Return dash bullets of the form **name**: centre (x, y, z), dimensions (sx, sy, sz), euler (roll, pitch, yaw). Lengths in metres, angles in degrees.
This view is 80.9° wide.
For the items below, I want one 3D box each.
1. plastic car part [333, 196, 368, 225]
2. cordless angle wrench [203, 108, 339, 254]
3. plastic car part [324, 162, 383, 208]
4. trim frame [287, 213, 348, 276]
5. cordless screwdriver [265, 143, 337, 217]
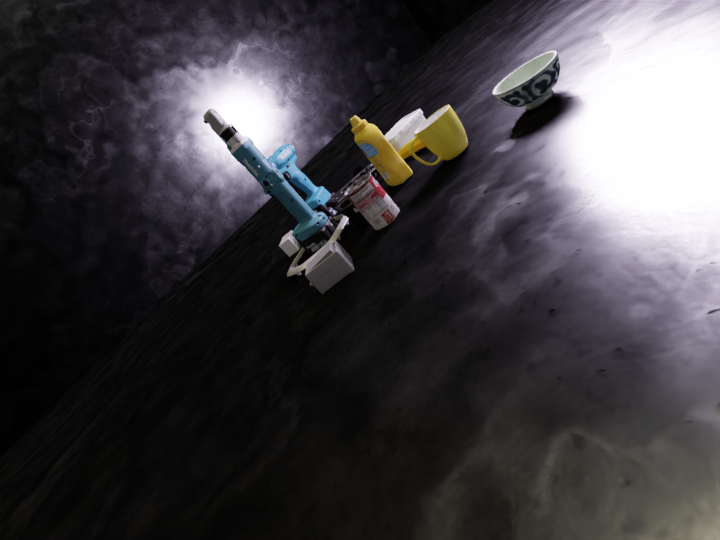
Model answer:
- **plastic car part**: centre (-0.010, -0.133, 0.961), dimensions (0.066, 0.069, 0.120), euler (-42, 19, 0)
- **cordless angle wrench**: centre (-0.220, -0.221, 1.026), dimensions (0.100, 0.411, 0.074), euler (-31, 19, 36)
- **plastic car part**: centre (-0.001, -0.222, 1.128), dimensions (0.202, 0.065, 0.069), euler (-50, 20, -21)
- **trim frame**: centre (-0.104, -0.068, 1.062), dimensions (0.188, 0.027, 0.251), euler (-29, 24, 31)
- **cordless screwdriver**: centre (-0.173, -0.230, 1.203), dimensions (0.076, 0.242, 0.159), euler (-28, 21, 41)
